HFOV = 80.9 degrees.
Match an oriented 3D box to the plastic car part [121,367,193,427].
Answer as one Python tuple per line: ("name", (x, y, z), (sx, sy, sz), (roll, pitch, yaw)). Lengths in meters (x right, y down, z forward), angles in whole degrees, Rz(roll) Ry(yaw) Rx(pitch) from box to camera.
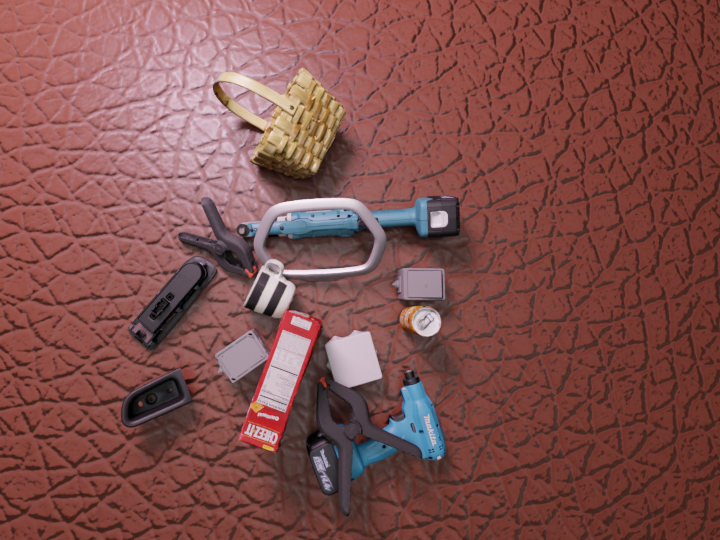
("plastic car part", (-0.375, 0.233, 0.772), (0.114, 0.072, 0.066), (-23, 86, -22))

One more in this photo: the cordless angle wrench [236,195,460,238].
("cordless angle wrench", (-0.030, -0.094, 0.824), (0.424, 0.099, 0.073), (-4, 102, 2))

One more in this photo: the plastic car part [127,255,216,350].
("plastic car part", (-0.362, 0.053, 0.804), (0.067, 0.066, 0.202), (38, 80, 7))

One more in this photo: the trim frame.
("trim frame", (-0.077, -0.050, 0.789), (0.250, 0.028, 0.178), (-4, 120, 5))

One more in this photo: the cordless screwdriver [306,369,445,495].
("cordless screwdriver", (0.022, 0.295, 0.780), (0.246, 0.074, 0.161), (-16, 83, -8))
